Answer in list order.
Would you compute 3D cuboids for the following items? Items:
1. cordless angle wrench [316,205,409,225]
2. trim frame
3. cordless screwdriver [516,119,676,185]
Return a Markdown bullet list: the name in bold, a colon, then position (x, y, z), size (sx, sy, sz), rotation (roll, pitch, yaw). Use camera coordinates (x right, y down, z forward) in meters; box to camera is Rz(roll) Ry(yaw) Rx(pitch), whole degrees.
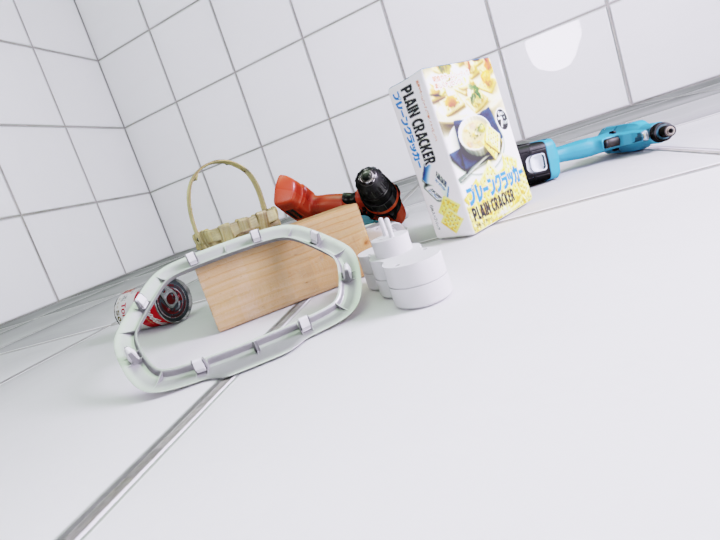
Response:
- **cordless angle wrench**: position (-0.014, -0.128, 0.993), size (0.096, 0.073, 0.440), rotation (-23, 15, -23)
- **trim frame**: position (-0.119, 0.024, 0.416), size (0.245, 0.026, 0.194), rotation (-20, 45, -10)
- **cordless screwdriver**: position (0.382, -0.210, 0.743), size (0.250, 0.073, 0.161), rotation (-14, 12, 3)
